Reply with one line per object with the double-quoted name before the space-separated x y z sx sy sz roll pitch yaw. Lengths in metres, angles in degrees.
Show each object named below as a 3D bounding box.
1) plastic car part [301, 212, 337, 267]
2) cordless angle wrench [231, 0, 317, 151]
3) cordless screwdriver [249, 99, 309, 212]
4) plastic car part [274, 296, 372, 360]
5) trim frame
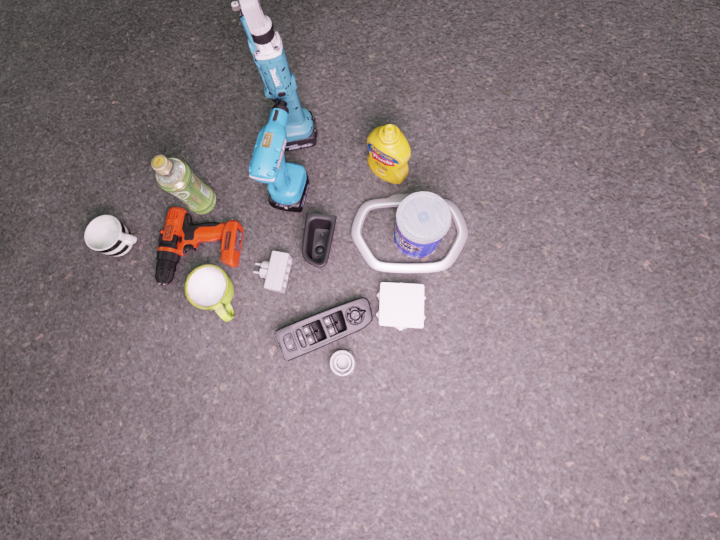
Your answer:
"plastic car part" -0.090 -0.059 0.915 0.067 0.069 0.118 7 78 6
"cordless angle wrench" -0.158 -0.364 0.822 0.098 0.414 0.075 -9 79 1
"cordless screwdriver" -0.159 -0.223 0.875 0.075 0.243 0.160 12 79 5
"plastic car part" -0.070 0.118 0.871 0.203 0.065 0.068 -23 77 1
"trim frame" 0.105 -0.084 0.919 0.251 0.027 0.187 -2 76 7
